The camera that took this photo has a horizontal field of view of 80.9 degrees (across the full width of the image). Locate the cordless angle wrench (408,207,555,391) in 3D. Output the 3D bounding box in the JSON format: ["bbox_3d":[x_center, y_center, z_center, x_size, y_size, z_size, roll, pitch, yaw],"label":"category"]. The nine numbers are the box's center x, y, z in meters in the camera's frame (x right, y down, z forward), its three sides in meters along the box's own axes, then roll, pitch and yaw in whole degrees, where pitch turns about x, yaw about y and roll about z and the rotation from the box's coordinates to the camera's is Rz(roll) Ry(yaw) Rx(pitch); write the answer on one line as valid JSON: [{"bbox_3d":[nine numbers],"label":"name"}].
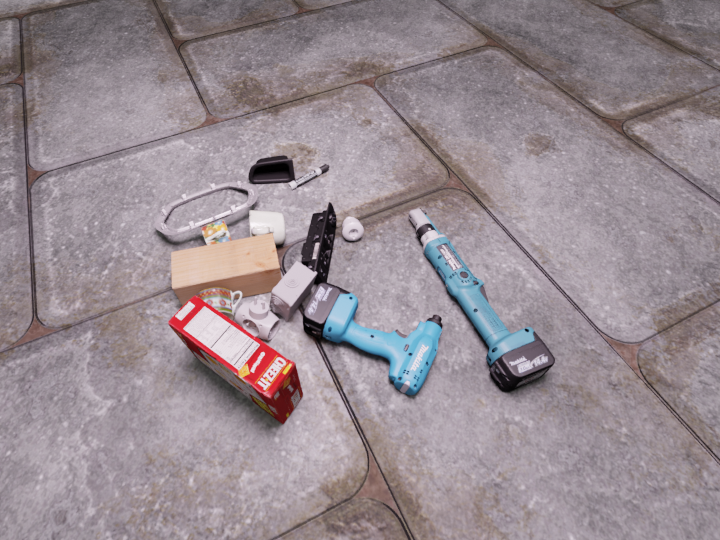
[{"bbox_3d":[0.205,0.025,0.848,0.096,0.072,0.443,-19,54,-13],"label":"cordless angle wrench"}]

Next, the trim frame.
[{"bbox_3d":[-0.358,-0.152,0.984,0.244,0.026,0.195,-23,41,-16],"label":"trim frame"}]

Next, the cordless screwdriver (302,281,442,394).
[{"bbox_3d":[0.024,0.102,0.796,0.256,0.072,0.159,26,59,14],"label":"cordless screwdriver"}]

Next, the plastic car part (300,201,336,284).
[{"bbox_3d":[-0.090,-0.059,0.924,0.069,0.063,0.206,-7,52,26],"label":"plastic car part"}]

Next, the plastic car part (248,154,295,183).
[{"bbox_3d":[-0.225,-0.263,1.073,0.117,0.064,0.073,-3,40,2],"label":"plastic car part"}]
